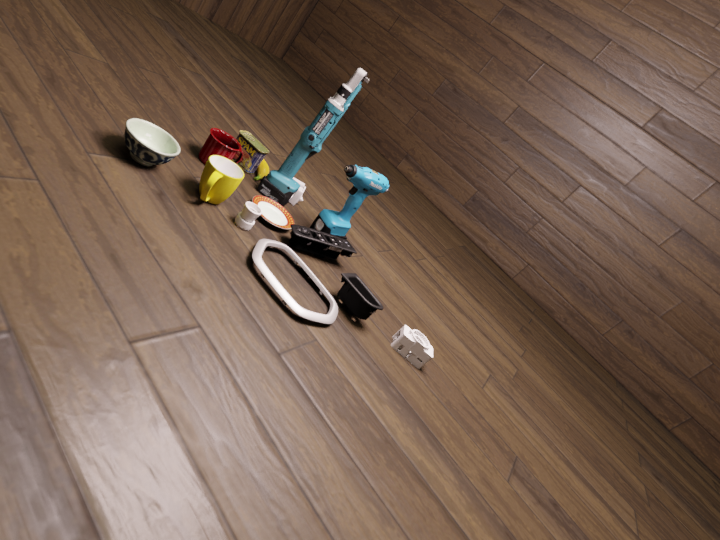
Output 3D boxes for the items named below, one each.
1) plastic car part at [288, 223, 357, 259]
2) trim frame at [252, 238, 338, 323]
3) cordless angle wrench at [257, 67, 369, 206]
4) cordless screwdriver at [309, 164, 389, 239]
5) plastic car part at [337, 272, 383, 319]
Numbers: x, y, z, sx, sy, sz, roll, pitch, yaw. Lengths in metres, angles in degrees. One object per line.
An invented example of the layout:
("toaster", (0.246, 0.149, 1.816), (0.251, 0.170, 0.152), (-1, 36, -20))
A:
("plastic car part", (-0.108, -0.071, 1.103), (0.192, 0.067, 0.070), (20, 31, -39))
("trim frame", (-0.143, 0.022, 0.933), (0.255, 0.028, 0.178), (46, 24, 14))
("cordless angle wrench", (-0.126, -0.357, 1.138), (0.097, 0.425, 0.074), (41, 24, -4))
("cordless screwdriver", (-0.048, -0.178, 1.154), (0.151, 0.250, 0.078), (13, 37, -48))
("plastic car part", (-0.011, 0.069, 0.992), (0.063, 0.071, 0.122), (4, 42, -55))
